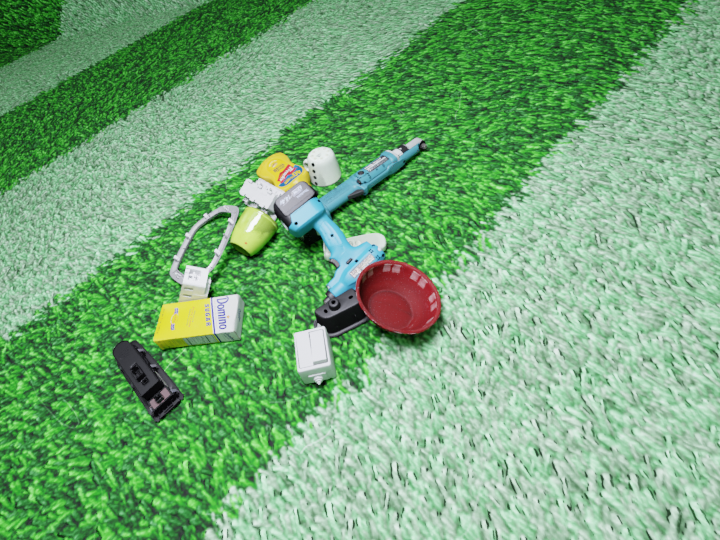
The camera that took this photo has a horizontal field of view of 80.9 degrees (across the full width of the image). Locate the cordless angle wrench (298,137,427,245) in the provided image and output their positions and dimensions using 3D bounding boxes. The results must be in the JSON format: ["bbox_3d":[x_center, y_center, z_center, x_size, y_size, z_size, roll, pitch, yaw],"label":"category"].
[{"bbox_3d":[0.004,-0.219,1.048,0.418,0.071,0.103,-38,53,-19],"label":"cordless angle wrench"}]

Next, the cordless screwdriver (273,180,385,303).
[{"bbox_3d":[-0.087,-0.057,0.886,0.158,0.073,0.253,-44,81,-9],"label":"cordless screwdriver"}]

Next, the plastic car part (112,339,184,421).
[{"bbox_3d":[-0.436,0.204,0.835,0.215,0.064,0.066,31,71,36],"label":"plastic car part"}]

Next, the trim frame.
[{"bbox_3d":[-0.380,-0.070,1.033,0.191,0.026,0.253,-10,48,27],"label":"trim frame"}]

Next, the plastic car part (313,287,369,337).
[{"bbox_3d":[-0.039,0.077,0.818,0.115,0.068,0.069,-26,50,-11],"label":"plastic car part"}]
